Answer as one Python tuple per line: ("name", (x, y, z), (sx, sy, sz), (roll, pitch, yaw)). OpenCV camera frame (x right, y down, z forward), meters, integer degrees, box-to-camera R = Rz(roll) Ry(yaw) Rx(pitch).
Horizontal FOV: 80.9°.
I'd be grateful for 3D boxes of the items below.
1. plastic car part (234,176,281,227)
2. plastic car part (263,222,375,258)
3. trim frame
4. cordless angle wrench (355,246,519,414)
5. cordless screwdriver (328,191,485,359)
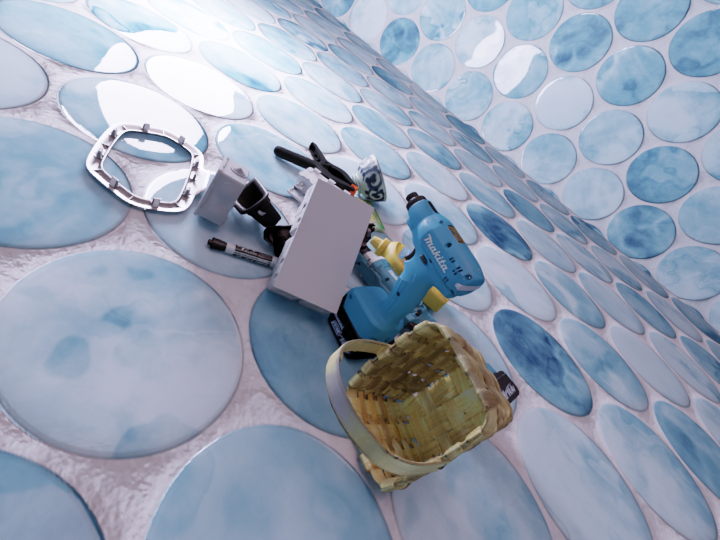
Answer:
("plastic car part", (-0.173, -0.108, 0.736), (0.067, 0.066, 0.123), (47, -2, -37))
("plastic car part", (-0.073, -0.048, 0.745), (0.197, 0.067, 0.068), (2, 71, -20))
("trim frame", (-0.352, -0.185, 0.724), (0.177, 0.027, 0.258), (21, 34, -24))
("cordless angle wrench", (0.086, 0.071, 0.758), (0.094, 0.074, 0.442), (-10, 52, -46))
("cordless screwdriver", (0.047, 0.015, 0.620), (0.071, 0.251, 0.166), (4, 51, -42))
